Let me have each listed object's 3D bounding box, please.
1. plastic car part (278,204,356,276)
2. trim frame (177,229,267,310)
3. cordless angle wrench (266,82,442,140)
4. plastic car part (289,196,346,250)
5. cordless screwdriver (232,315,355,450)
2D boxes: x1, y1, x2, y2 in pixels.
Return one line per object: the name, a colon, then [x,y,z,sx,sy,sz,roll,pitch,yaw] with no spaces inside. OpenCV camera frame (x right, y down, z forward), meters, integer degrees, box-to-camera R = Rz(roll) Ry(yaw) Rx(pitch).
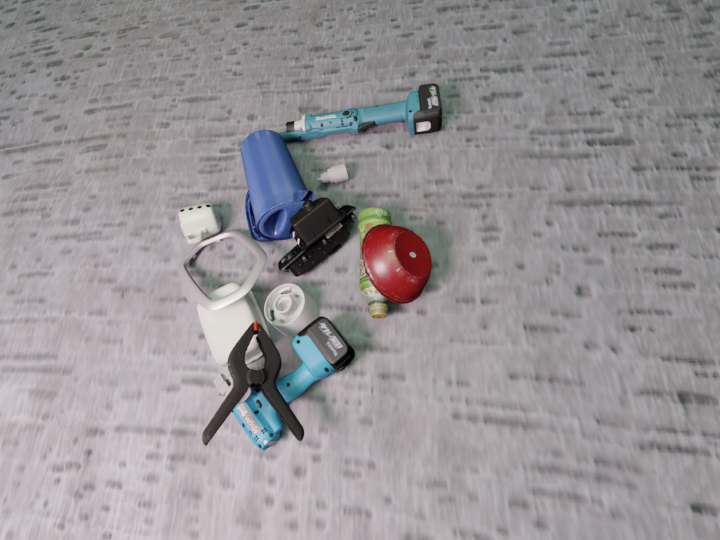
plastic car part: [-0.087,-0.057,0.894,0.202,0.064,0.069,-37,29,-8]
trim frame: [-0.298,-0.007,0.894,0.182,0.026,0.263,-41,47,-16]
cordless angle wrench: [-0.027,-0.357,1.011,0.432,0.071,0.100,-4,66,13]
plastic car part: [-0.096,-0.107,0.853,0.116,0.067,0.069,-40,34,0]
cordless screwdriver: [-0.141,0.186,0.793,0.248,0.071,0.166,-44,66,-5]
